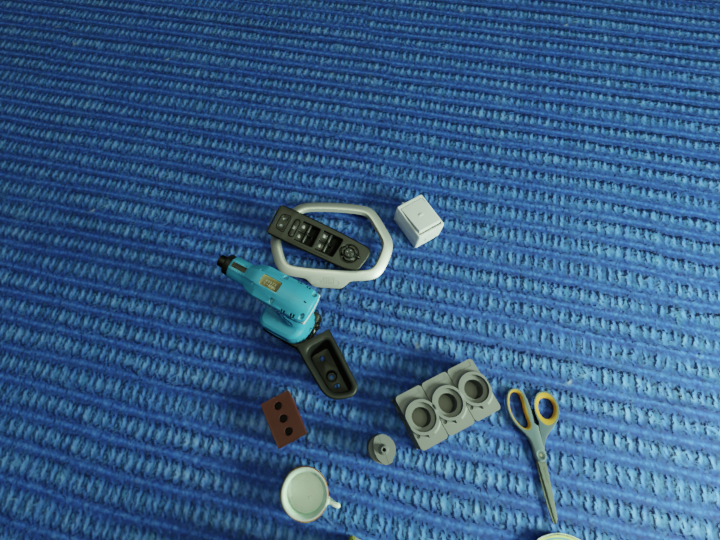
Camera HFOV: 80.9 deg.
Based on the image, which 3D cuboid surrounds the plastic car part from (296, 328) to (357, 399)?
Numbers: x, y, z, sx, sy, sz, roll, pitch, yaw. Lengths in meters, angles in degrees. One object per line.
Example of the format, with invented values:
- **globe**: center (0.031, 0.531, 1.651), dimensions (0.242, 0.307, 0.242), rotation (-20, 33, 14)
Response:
- **plastic car part**: center (-0.055, 0.174, 0.738), dimensions (0.065, 0.069, 0.121), rotation (-28, 70, -11)

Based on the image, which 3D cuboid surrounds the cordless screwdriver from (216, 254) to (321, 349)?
- **cordless screwdriver**: center (-0.143, 0.054, 0.698), dimensions (0.163, 0.243, 0.074), rotation (28, 70, 9)

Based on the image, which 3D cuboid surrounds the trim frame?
- **trim frame**: center (-0.060, -0.055, 0.859), dimensions (0.250, 0.027, 0.188), rotation (3, 67, 3)

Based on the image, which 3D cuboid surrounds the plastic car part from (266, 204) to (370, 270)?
- **plastic car part**: center (-0.082, -0.054, 0.838), dimensions (0.208, 0.065, 0.066), rotation (24, 70, 11)
